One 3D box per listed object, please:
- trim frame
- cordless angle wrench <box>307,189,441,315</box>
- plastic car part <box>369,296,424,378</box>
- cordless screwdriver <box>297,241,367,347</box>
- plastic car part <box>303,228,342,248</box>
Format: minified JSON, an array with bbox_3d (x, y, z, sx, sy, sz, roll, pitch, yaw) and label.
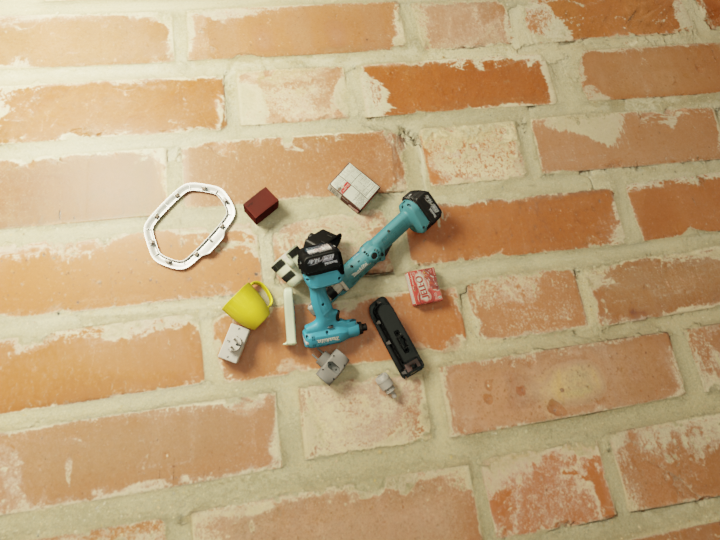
[{"bbox_3d":[-0.436,-0.119,1.079,0.186,0.027,0.247,38,74,4],"label":"trim frame"},{"bbox_3d":[0.026,-0.041,1.076,0.421,0.077,0.094,-43,111,-9],"label":"cordless angle wrench"},{"bbox_3d":[0.086,0.161,1.039,0.066,0.066,0.207,-27,77,-6],"label":"plastic car part"},{"bbox_3d":[-0.065,0.060,0.996,0.156,0.077,0.243,-8,109,-13],"label":"cordless screwdriver"},{"bbox_3d":[-0.105,-0.068,1.070,0.073,0.065,0.115,27,35,12],"label":"plastic car part"}]
